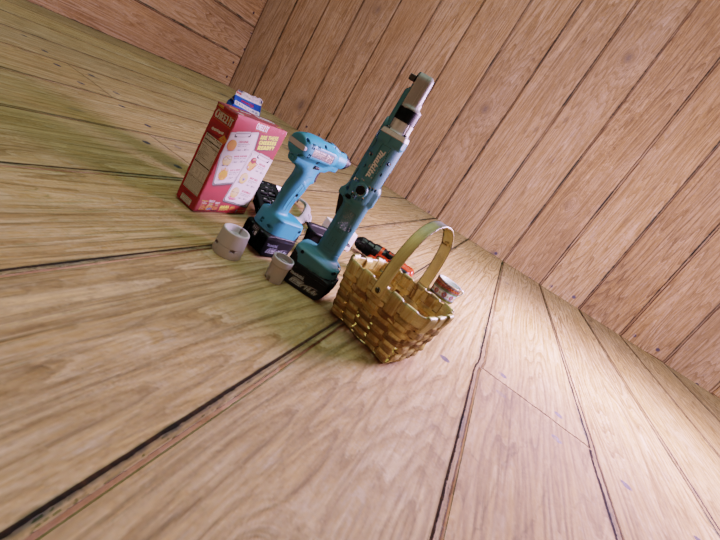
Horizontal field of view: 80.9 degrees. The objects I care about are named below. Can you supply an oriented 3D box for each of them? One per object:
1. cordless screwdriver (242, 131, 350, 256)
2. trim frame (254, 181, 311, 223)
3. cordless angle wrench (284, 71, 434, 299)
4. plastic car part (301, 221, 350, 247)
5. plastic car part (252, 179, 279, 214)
[{"bbox_3d":[-0.121,-0.143,0.836,0.078,0.248,0.151,42,20,29],"label":"cordless screwdriver"},{"bbox_3d":[-0.215,-0.190,1.183,0.182,0.027,0.252,28,18,-9],"label":"trim frame"},{"bbox_3d":[0.002,-0.141,0.740,0.099,0.422,0.073,34,17,6],"label":"cordless angle wrench"},{"bbox_3d":[-0.093,-0.061,0.953,0.110,0.071,0.070,14,25,-44],"label":"plastic car part"},{"bbox_3d":[-0.226,-0.155,1.004,0.063,0.067,0.213,21,20,-31],"label":"plastic car part"}]
